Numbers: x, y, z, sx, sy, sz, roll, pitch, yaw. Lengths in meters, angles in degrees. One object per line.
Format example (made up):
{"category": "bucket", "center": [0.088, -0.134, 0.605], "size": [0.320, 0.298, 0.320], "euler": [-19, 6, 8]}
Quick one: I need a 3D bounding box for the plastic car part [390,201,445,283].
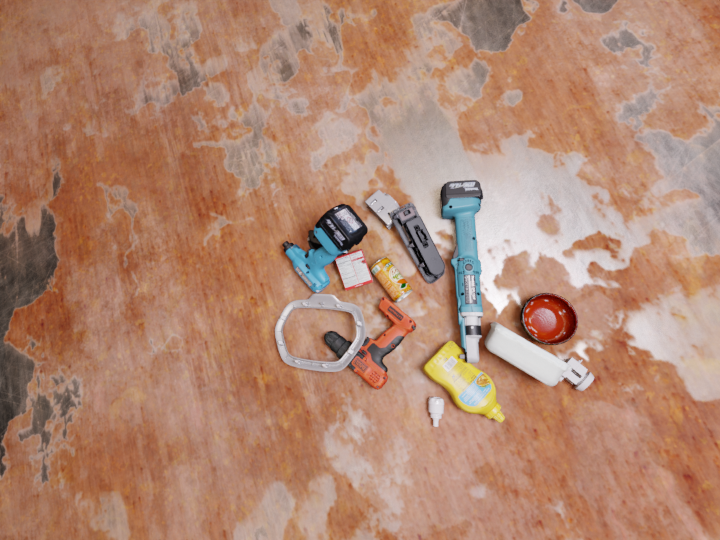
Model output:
{"category": "plastic car part", "center": [0.151, -0.067, 1.022], "size": [0.065, 0.068, 0.202], "euler": [-27, 93, -15]}

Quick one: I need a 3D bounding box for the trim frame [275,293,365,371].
{"category": "trim frame", "center": [-0.105, 0.148, 1.030], "size": [0.259, 0.026, 0.187], "euler": [0, 67, 28]}

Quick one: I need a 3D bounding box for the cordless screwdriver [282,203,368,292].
{"category": "cordless screwdriver", "center": [-0.099, -0.065, 1.017], "size": [0.163, 0.250, 0.072], "euler": [50, 47, 9]}

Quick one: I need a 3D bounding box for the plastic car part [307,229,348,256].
{"category": "plastic car part", "center": [-0.088, -0.078, 1.091], "size": [0.119, 0.069, 0.066], "euler": [11, 79, 10]}

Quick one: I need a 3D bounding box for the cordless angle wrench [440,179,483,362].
{"category": "cordless angle wrench", "center": [0.247, -0.003, 0.986], "size": [0.100, 0.072, 0.430], "euler": [-3, 73, 10]}
